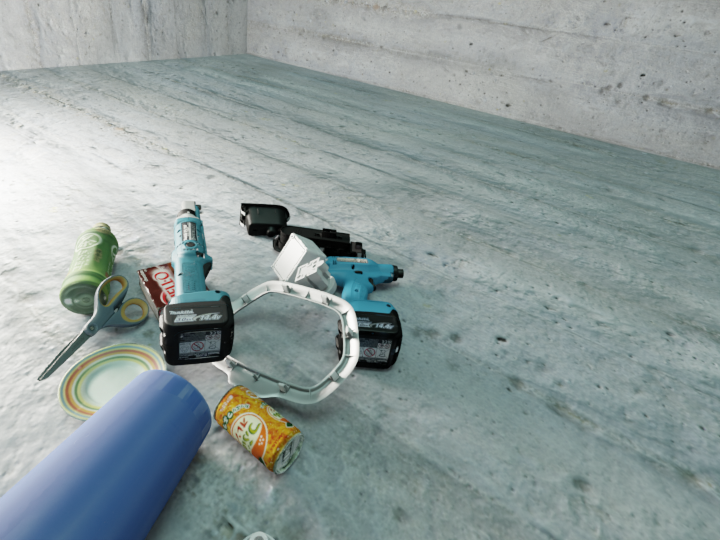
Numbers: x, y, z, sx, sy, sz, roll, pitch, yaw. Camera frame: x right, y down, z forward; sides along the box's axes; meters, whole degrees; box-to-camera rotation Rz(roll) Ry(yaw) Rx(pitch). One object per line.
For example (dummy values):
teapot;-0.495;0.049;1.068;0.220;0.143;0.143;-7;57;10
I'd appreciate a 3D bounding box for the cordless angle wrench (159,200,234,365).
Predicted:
cordless angle wrench;-0.290;-0.021;0.726;0.095;0.073;0.445;-2;33;-23

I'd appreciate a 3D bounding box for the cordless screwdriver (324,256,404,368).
cordless screwdriver;0.021;0.055;0.733;0.157;0.073;0.258;1;30;-10

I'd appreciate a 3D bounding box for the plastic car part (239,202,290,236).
plastic car part;-0.211;-0.106;0.948;0.114;0.065;0.074;1;49;-15

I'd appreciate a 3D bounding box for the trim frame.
trim frame;-0.117;0.096;0.618;0.260;0.026;0.184;14;58;28

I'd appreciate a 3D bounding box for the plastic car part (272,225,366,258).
plastic car part;-0.087;-0.057;0.892;0.204;0.065;0.068;5;40;1
